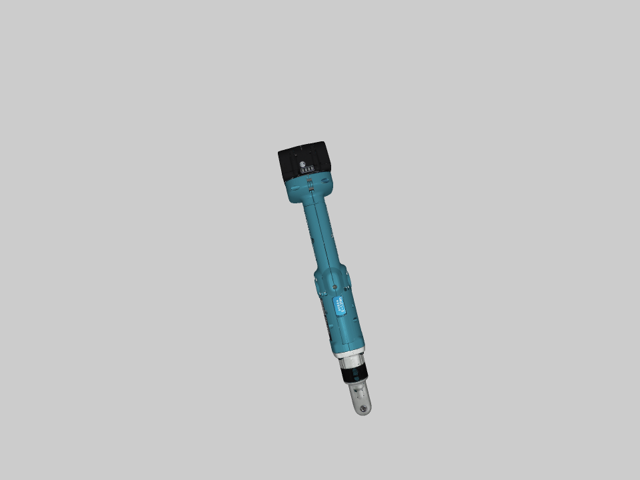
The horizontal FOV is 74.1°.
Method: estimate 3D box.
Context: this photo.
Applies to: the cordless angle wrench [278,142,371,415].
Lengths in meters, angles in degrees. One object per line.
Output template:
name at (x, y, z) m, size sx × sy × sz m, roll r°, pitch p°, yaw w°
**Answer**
cordless angle wrench at (0.019, 0.066, 0.661) m, size 0.074 × 0.422 × 0.098 m, roll -14°, pitch 0°, yaw -2°
